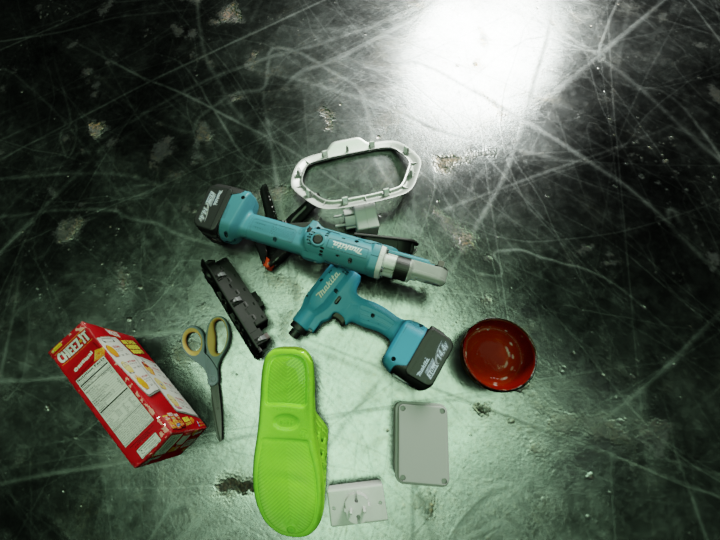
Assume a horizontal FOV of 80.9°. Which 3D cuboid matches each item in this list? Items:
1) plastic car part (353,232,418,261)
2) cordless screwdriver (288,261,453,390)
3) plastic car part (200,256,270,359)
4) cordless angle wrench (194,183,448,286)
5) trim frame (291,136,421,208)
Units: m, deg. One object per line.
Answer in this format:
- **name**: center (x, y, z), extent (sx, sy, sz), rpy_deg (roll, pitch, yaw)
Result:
- **plastic car part**: center (0.042, -0.025, 0.746), extent (0.117, 0.065, 0.071), rpy_deg (9, 83, 3)
- **cordless screwdriver**: center (0.011, 0.106, 0.698), extent (0.257, 0.072, 0.159), rpy_deg (35, 77, 17)
- **plastic car part**: center (-0.214, 0.052, 0.737), extent (0.066, 0.065, 0.209), rpy_deg (-35, 73, -19)
- **cordless angle wrench**: center (-0.069, -0.045, 0.707), extent (0.433, 0.072, 0.098), rpy_deg (17, 73, 13)
- **trim frame**: center (-0.009, -0.189, 0.796), extent (0.249, 0.026, 0.192), rpy_deg (-13, 49, 0)
